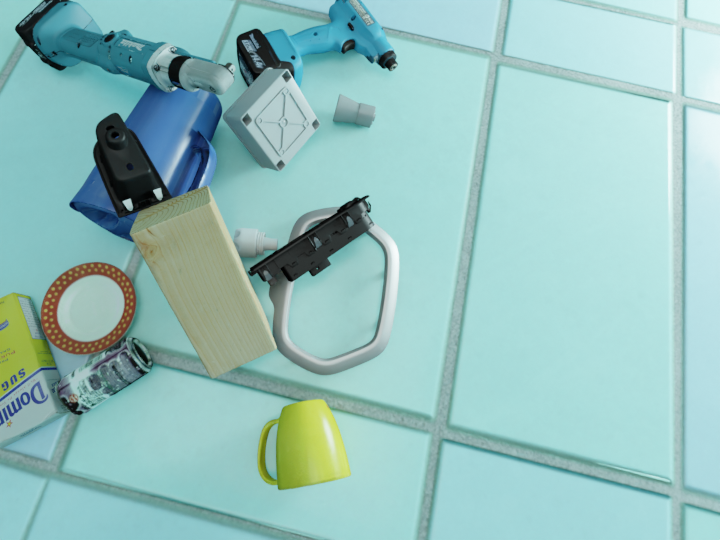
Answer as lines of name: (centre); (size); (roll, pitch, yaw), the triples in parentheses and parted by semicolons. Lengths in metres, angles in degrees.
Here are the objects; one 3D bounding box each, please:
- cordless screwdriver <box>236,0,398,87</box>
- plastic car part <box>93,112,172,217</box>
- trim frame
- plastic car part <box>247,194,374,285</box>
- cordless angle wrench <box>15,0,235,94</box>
cordless screwdriver: (-0.069, -0.355, 0.699); (0.246, 0.074, 0.163); (-31, 78, -14)
plastic car part: (-0.279, -0.133, 0.497); (0.064, 0.072, 0.118); (-26, 83, -24)
trim frame: (-0.039, 0.023, 0.612); (0.184, 0.027, 0.251); (8, 75, 0)
plastic car part: (-0.057, -0.038, 0.588); (0.201, 0.067, 0.067); (-39, 91, -12)
cordless angle wrench: (-0.336, -0.307, 0.597); (0.443, 0.071, 0.098); (26, 73, 27)
